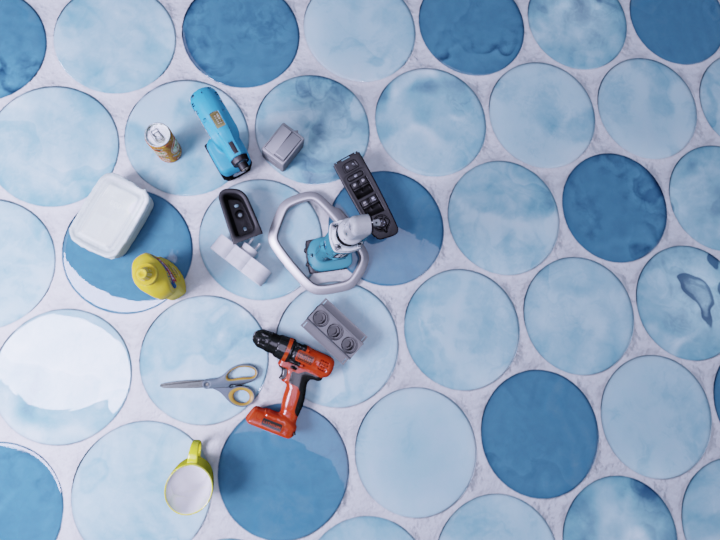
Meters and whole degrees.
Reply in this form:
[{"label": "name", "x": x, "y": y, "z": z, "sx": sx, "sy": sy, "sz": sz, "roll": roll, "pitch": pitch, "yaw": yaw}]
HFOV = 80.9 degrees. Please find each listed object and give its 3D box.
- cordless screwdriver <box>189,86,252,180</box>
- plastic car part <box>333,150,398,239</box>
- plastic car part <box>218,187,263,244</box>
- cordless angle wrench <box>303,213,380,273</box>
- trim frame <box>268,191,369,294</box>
[{"label": "cordless screwdriver", "x": -0.260, "y": -0.238, "z": 0.840, "sx": 0.074, "sy": 0.250, "sz": 0.160, "roll": -30, "pitch": 90, "yaw": -11}, {"label": "plastic car part", "x": 0.011, "y": -0.159, "z": 0.947, "sx": 0.066, "sy": 0.067, "sz": 0.204, "roll": -29, "pitch": 87, "yaw": -10}, {"label": "plastic car part", "x": -0.261, "y": -0.118, "z": 0.914, "sx": 0.065, "sy": 0.071, "sz": 0.117, "roll": -21, "pitch": 86, "yaw": -10}, {"label": "cordless angle wrench", "x": -0.040, "y": -0.046, "z": 0.747, "sx": 0.097, "sy": 0.426, "sz": 0.075, "roll": -7, "pitch": 88, "yaw": -11}, {"label": "trim frame", "x": -0.092, "y": -0.060, "z": 0.944, "sx": 0.183, "sy": 0.027, "sz": 0.249, "roll": -41, "pitch": 88, "yaw": -9}]
